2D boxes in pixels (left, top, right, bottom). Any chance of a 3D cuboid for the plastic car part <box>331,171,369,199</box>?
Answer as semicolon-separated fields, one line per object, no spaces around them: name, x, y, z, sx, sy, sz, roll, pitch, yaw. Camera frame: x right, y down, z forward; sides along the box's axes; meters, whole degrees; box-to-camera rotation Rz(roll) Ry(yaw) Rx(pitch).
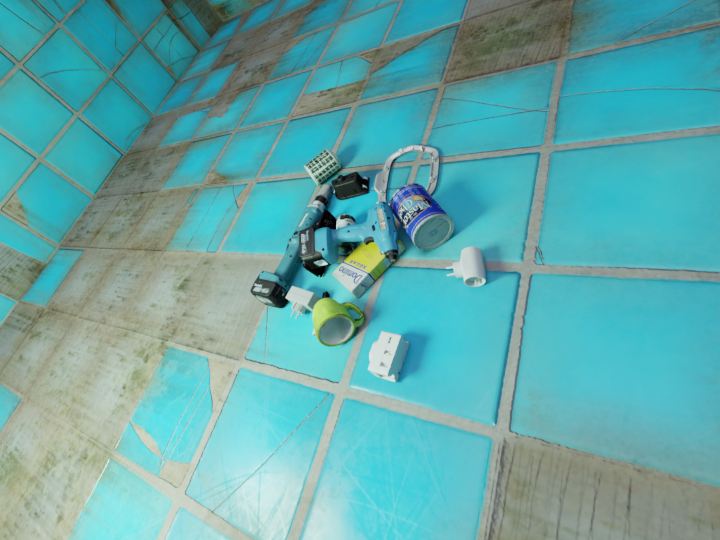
plastic car part;-0.039;-0.259;1.270;0.120;0.067;0.067;-10;51;25

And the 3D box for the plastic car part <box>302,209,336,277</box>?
plastic car part;-0.117;-0.077;1.201;0.069;0.064;0.205;-23;44;54

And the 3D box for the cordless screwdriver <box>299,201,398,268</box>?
cordless screwdriver;-0.028;-0.064;1.055;0.254;0.070;0.164;-18;60;17

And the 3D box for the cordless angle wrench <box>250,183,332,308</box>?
cordless angle wrench;-0.179;-0.093;1.245;0.103;0.070;0.425;6;60;36

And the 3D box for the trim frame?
trim frame;0.128;-0.266;1.192;0.191;0.026;0.253;-8;56;31
